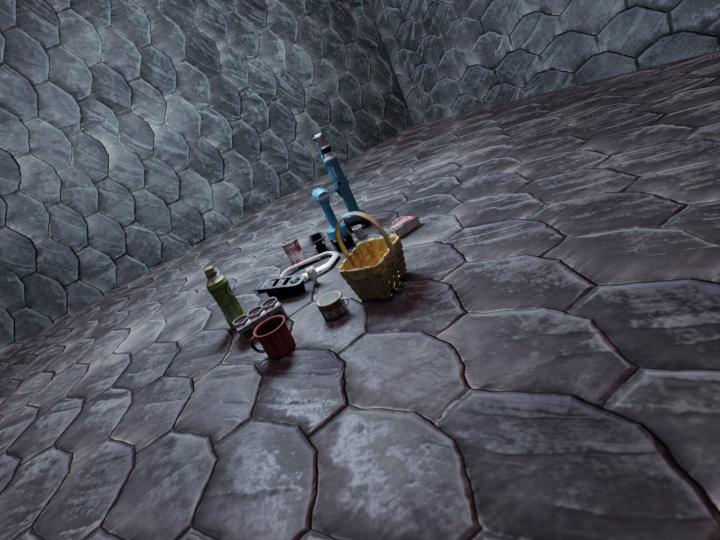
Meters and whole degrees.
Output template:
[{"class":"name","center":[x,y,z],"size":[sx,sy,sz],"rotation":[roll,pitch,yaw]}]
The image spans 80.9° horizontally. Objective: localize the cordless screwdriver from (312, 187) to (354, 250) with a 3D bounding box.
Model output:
[{"class":"cordless screwdriver","center":[-0.119,-0.206,1.646],"size":[0.074,0.242,0.165],"rotation":[-27,19,-9]}]

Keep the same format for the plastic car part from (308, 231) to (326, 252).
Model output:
[{"class":"plastic car part","center":[-0.167,-0.110,1.712],"size":[0.066,0.069,0.120],"rotation":[-26,21,-2]}]

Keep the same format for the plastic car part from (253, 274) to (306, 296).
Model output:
[{"class":"plastic car part","center":[-0.269,0.058,1.451],"size":[0.210,0.065,0.066],"rotation":[-12,24,31]}]

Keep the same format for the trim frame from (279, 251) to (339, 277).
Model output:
[{"class":"trim frame","center":[-0.194,-0.011,1.576],"size":[0.248,0.027,0.190],"rotation":[-26,22,0]}]

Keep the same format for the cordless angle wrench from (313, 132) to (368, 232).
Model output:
[{"class":"cordless angle wrench","center":[-0.084,-0.361,1.729],"size":[0.100,0.411,0.075],"rotation":[-19,18,17]}]
